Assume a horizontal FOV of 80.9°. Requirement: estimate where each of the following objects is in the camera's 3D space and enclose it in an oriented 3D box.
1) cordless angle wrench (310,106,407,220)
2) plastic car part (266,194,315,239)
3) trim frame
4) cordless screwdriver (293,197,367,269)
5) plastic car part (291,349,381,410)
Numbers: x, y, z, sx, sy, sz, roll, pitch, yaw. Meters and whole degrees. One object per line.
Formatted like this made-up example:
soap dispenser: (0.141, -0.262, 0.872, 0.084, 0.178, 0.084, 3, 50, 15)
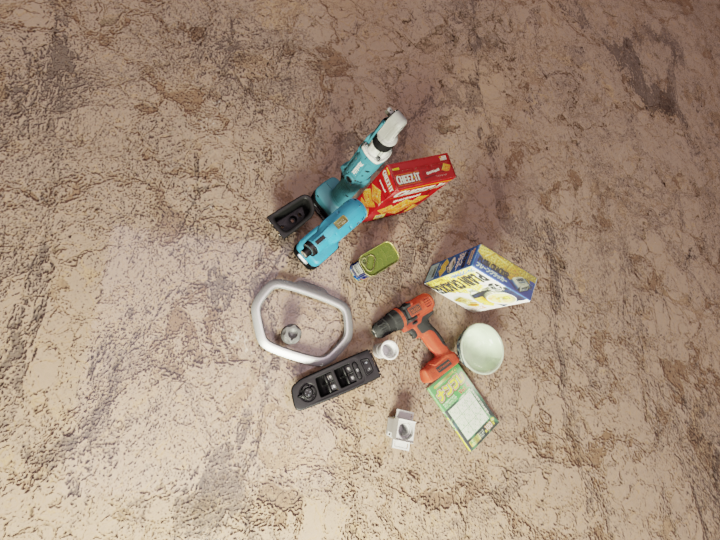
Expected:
cordless angle wrench: (-0.008, -0.206, 0.889, 0.073, 0.428, 0.098, -39, 93, -24)
plastic car part: (-0.163, -0.125, 1.012, 0.115, 0.072, 0.066, -39, 91, -23)
trim frame: (-0.132, 0.115, 0.974, 0.244, 0.028, 0.186, 18, 70, -10)
cordless screwdriver: (-0.090, -0.059, 0.916, 0.157, 0.252, 0.074, -43, 94, -23)
plastic car part: (-0.062, 0.242, 0.935, 0.198, 0.068, 0.067, -20, 83, -21)
